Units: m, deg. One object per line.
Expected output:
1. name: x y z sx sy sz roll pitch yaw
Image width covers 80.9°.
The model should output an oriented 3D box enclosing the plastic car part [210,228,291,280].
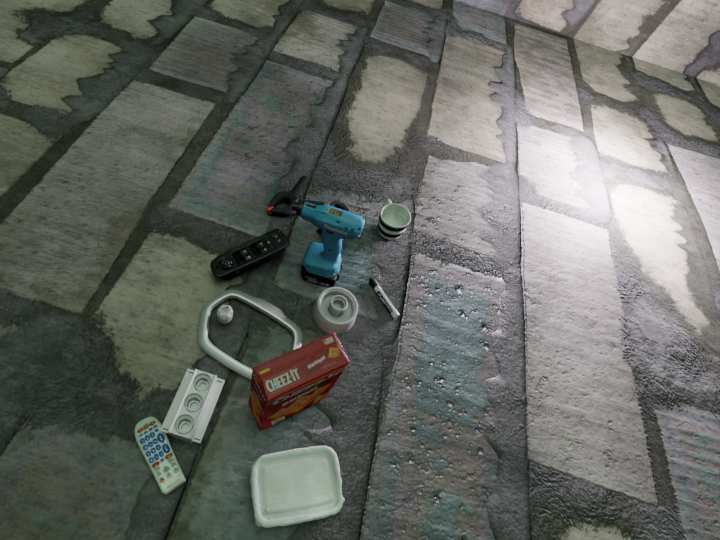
1. plastic car part: -0.275 -0.033 1.046 0.198 0.066 0.069 -27 67 -27

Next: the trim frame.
1. trim frame: -0.249 0.141 0.954 0.252 0.027 0.184 27 54 7

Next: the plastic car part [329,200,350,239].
1. plastic car part: -0.066 -0.122 1.151 0.065 0.070 0.119 10 55 -9

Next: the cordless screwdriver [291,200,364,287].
1. cordless screwdriver: -0.097 -0.064 0.995 0.159 0.246 0.075 20 54 -3
